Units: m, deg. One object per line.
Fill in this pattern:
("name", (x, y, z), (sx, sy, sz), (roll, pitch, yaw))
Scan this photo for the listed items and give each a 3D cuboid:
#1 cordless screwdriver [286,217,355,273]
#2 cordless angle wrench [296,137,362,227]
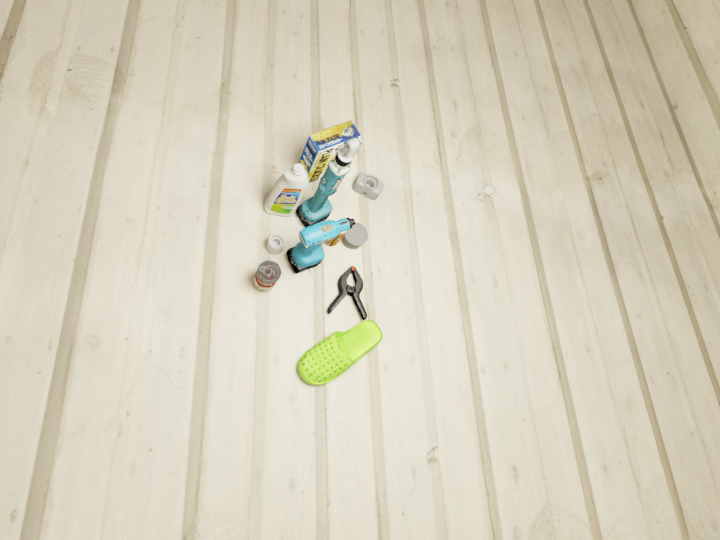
("cordless screwdriver", (-0.118, -0.077, 1.209), (0.155, 0.250, 0.076), (-21, 81, -24))
("cordless angle wrench", (-0.088, -0.240, 1.185), (0.096, 0.426, 0.075), (-30, 85, -26))
